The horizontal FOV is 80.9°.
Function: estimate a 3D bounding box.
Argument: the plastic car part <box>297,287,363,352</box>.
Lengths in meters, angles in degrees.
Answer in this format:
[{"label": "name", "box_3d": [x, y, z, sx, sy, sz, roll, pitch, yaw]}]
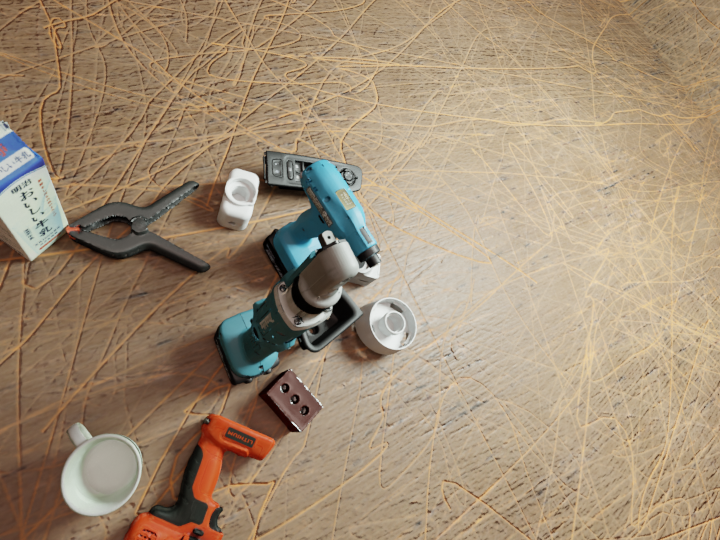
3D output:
[{"label": "plastic car part", "box_3d": [-0.065, 0.088, 0.698, 0.114, 0.072, 0.066, -39, 88, -31]}]

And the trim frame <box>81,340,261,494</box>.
[{"label": "trim frame", "box_3d": [-0.257, 0.207, 0.595, 0.244, 0.028, 0.186, 24, 61, -10]}]

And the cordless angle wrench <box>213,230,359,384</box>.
[{"label": "cordless angle wrench", "box_3d": [-0.099, 0.061, 0.491, 0.072, 0.428, 0.100, -20, 80, -30]}]

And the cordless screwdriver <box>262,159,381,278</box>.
[{"label": "cordless screwdriver", "box_3d": [-0.064, -0.042, 0.652, 0.072, 0.252, 0.161, -28, 83, -31]}]

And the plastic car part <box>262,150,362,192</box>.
[{"label": "plastic car part", "box_3d": [-0.091, -0.175, 0.807, 0.196, 0.068, 0.068, 0, 69, -22]}]
